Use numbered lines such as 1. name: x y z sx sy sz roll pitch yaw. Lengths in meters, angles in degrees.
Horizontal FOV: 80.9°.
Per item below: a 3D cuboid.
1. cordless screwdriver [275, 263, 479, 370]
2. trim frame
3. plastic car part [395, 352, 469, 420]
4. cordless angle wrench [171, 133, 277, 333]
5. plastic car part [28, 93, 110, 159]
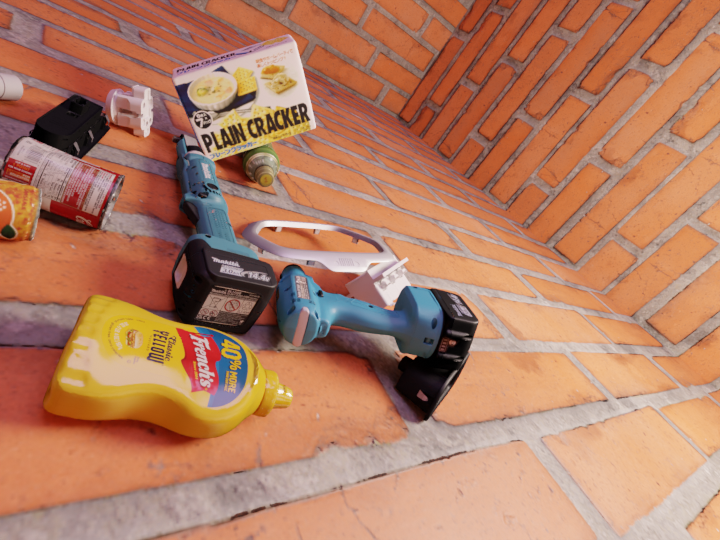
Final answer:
1. cordless screwdriver: 0.011 0.048 0.556 0.243 0.073 0.165 10 21 -13
2. trim frame: -0.064 -0.042 0.657 0.237 0.027 0.195 2 20 -34
3. plastic car part: 0.088 0.138 0.562 0.074 0.065 0.112 30 24 26
4. cordless angle wrench: -0.219 -0.095 0.591 0.093 0.074 0.446 16 28 -37
5. plastic car part: -0.390 -0.194 0.571 0.063 0.067 0.211 30 26 -29
